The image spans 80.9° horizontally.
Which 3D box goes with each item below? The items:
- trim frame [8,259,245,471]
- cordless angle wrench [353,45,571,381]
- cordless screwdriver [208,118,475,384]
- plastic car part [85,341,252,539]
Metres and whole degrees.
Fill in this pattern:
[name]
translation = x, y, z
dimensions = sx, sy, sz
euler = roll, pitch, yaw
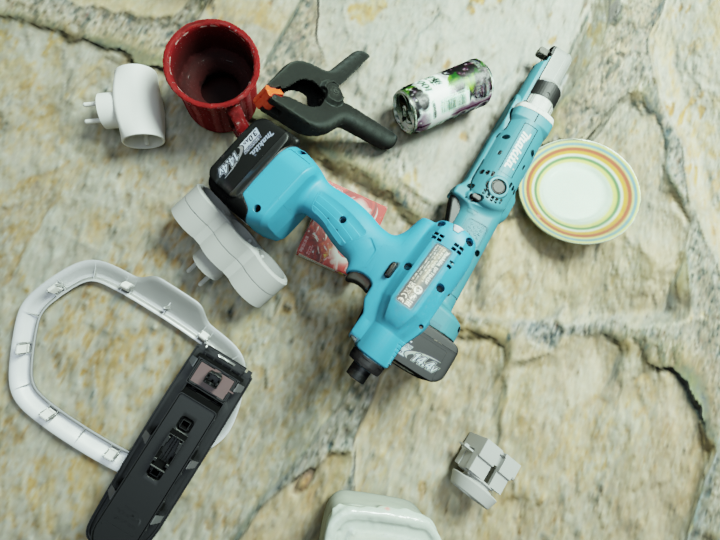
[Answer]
[trim frame]
translation = -0.238, 0.097, 0.432
dimensions = 0.249, 0.027, 0.184
euler = 33, 80, 1
[cordless angle wrench]
translation = 0.138, -0.085, 0.472
dimensions = 0.098, 0.074, 0.423
euler = 32, 79, -2
[cordless screwdriver]
translation = -0.039, -0.026, 0.403
dimensions = 0.257, 0.072, 0.159
euler = 35, 84, 17
[plastic car part]
translation = -0.179, 0.174, 0.390
dimensions = 0.065, 0.068, 0.203
euler = 33, 84, -12
